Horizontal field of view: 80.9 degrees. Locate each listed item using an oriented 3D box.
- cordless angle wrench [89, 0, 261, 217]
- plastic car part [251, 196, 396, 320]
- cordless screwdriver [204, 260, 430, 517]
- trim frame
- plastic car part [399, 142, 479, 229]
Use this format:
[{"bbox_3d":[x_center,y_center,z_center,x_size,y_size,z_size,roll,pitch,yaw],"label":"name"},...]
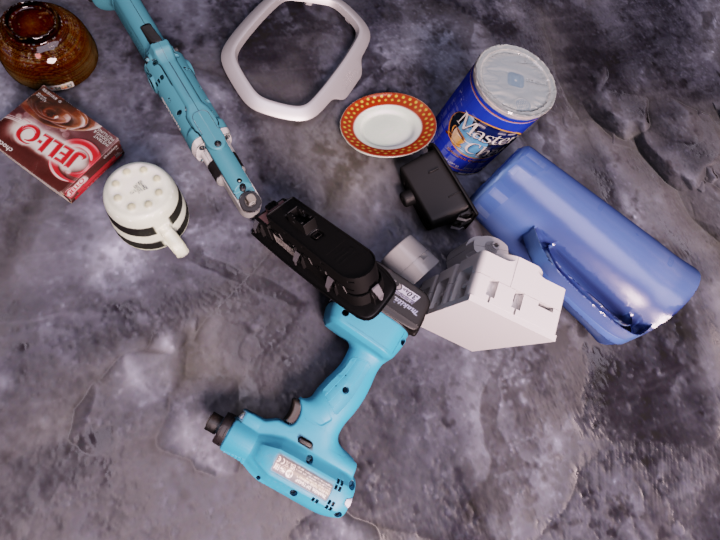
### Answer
[{"bbox_3d":[-0.238,-0.246,0.530,0.073,0.098,0.428,-30,83,-20],"label":"cordless angle wrench"},{"bbox_3d":[-0.044,-0.029,0.452,0.065,0.065,0.214,-34,53,-25],"label":"plastic car part"},{"bbox_3d":[-0.040,0.104,0.451,0.159,0.074,0.249,28,73,-1],"label":"cordless screwdriver"},{"bbox_3d":[-0.087,-0.315,0.609,0.185,0.027,0.249,28,67,1],"label":"trim frame"},{"bbox_3d":[0.090,-0.100,0.554,0.071,0.064,0.119,-28,76,-5],"label":"plastic car part"}]
